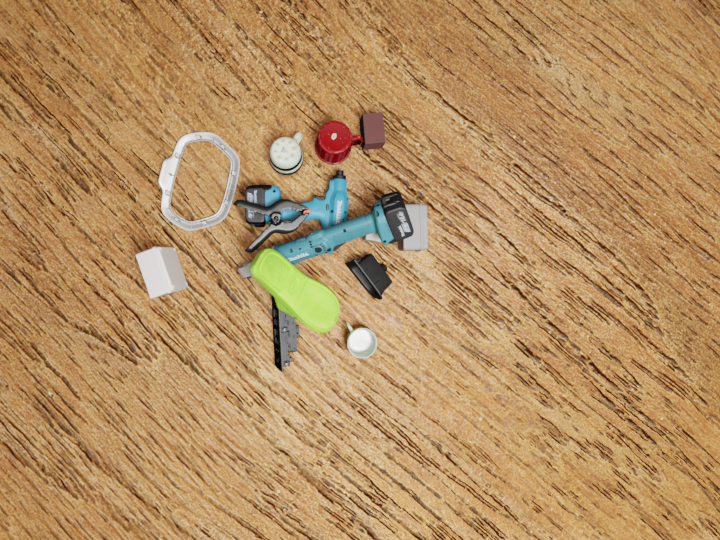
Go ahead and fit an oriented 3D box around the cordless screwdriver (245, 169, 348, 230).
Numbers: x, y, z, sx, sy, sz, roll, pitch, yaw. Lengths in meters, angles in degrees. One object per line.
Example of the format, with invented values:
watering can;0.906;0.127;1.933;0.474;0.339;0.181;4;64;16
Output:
cordless screwdriver;-0.152;-0.172;1.020;0.246;0.075;0.159;4;88;-6

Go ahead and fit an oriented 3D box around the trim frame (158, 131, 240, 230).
trim frame;-0.397;-0.220;1.037;0.184;0.027;0.248;14;89;0

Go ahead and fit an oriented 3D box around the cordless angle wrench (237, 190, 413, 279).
cordless angle wrench;-0.095;-0.062;0.976;0.429;0.077;0.093;-18;127;13

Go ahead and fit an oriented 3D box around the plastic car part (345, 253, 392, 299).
plastic car part;0.030;0.006;1.026;0.070;0.067;0.116;-42;94;-18

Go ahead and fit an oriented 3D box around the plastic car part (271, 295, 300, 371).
plastic car part;-0.180;0.131;1.009;0.066;0.067;0.203;-7;88;-14
